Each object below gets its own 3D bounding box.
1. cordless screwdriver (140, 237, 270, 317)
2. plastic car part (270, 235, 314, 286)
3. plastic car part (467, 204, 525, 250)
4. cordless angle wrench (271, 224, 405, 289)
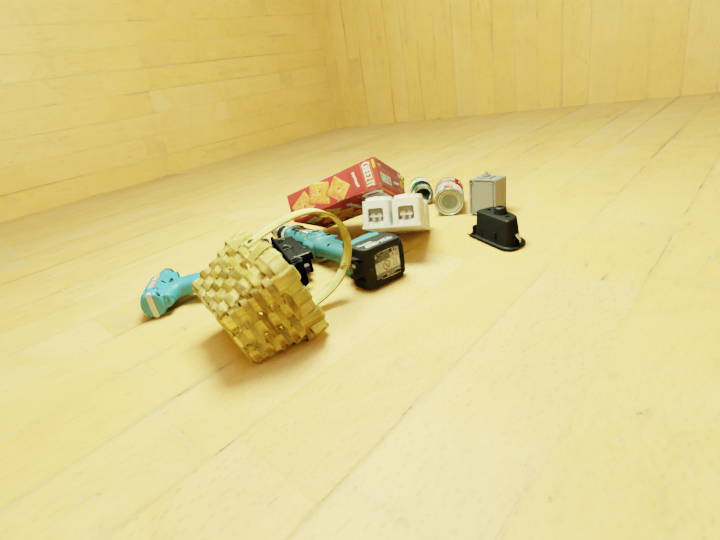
[{"bbox_3d":[-0.288,0.006,0.819,0.247,0.072,0.165,-17,24,-5],"label":"cordless screwdriver"},{"bbox_3d":[-0.133,-0.029,0.820,0.066,0.064,0.213,-29,26,-15],"label":"plastic car part"},{"bbox_3d":[0.258,-0.087,0.790,0.065,0.069,0.121,-16,21,-12],"label":"plastic car part"},{"bbox_3d":[-0.085,-0.056,0.874,0.095,0.072,0.446,-23,24,-30],"label":"cordless angle wrench"}]
